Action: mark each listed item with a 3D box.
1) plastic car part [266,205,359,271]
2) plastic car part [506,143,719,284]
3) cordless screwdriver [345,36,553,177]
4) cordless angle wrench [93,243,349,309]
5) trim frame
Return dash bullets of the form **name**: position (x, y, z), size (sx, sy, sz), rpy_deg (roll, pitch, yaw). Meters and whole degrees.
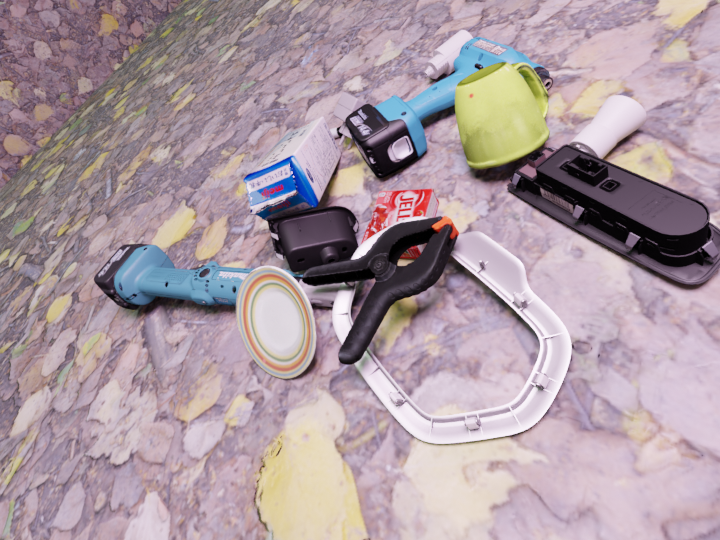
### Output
- **plastic car part**: position (-0.052, -0.034, 0.528), size (0.116, 0.063, 0.074), rpy_deg (-12, 46, -4)
- **plastic car part**: position (0.230, -0.070, 0.393), size (0.066, 0.063, 0.214), rpy_deg (-34, 47, -4)
- **cordless screwdriver**: position (0.113, -0.222, 0.580), size (0.249, 0.070, 0.168), rpy_deg (-33, 45, 2)
- **cordless angle wrench**: position (-0.208, 0.019, 0.601), size (0.441, 0.071, 0.098), rpy_deg (3, 50, 29)
- **trim frame**: position (0.069, 0.043, 0.413), size (0.184, 0.026, 0.263), rpy_deg (-43, 49, 3)
